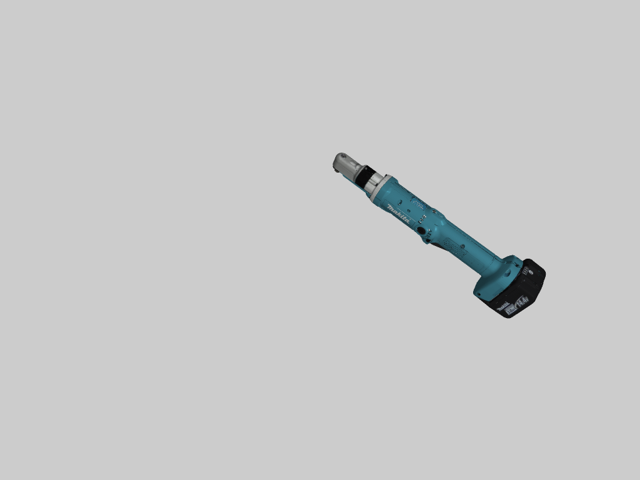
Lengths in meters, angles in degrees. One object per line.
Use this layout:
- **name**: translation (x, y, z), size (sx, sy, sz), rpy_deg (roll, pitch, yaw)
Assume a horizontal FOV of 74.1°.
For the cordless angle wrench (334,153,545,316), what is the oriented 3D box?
- **cordless angle wrench**: translation (0.194, -0.029, 0.765), size (0.074, 0.423, 0.098), rpy_deg (-45, -12, -36)
